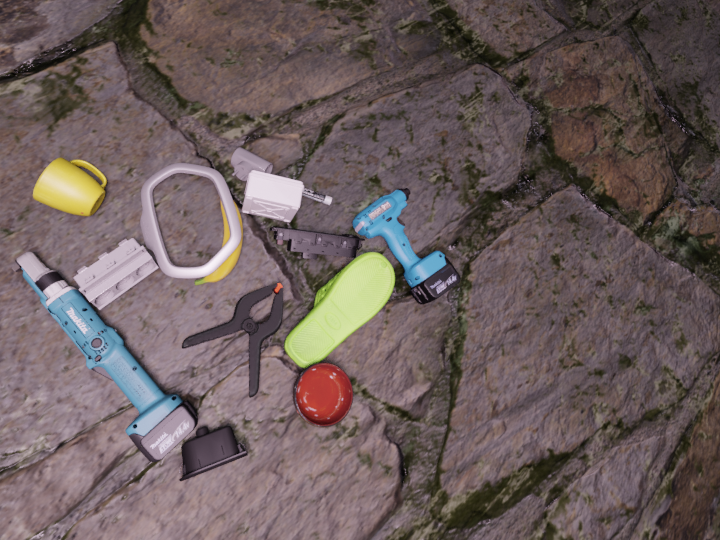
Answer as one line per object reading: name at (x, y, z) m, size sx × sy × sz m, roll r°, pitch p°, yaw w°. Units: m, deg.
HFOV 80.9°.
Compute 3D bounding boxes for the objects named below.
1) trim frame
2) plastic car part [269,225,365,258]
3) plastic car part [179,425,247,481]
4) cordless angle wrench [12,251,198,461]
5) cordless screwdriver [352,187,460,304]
trim frame at (-0.335, -0.102, 0.823) m, size 0.182 × 0.027 × 0.254 m, roll -20°, pitch 75°, yaw -9°
plastic car part at (-0.086, -0.056, 0.877) m, size 0.198 × 0.067 × 0.067 m, roll 2°, pitch 85°, yaw -15°
plastic car part at (-0.259, 0.306, 0.728) m, size 0.114 × 0.065 × 0.073 m, roll -13°, pitch 65°, yaw -16°
cordless angle wrench at (-0.444, 0.129, 0.722) m, size 0.097 × 0.074 × 0.427 m, roll -41°, pitch 85°, yaw -22°
cordless screwdriver at (0.115, -0.060, 0.928) m, size 0.157 × 0.074 × 0.252 m, roll -37°, pitch 83°, yaw -22°
